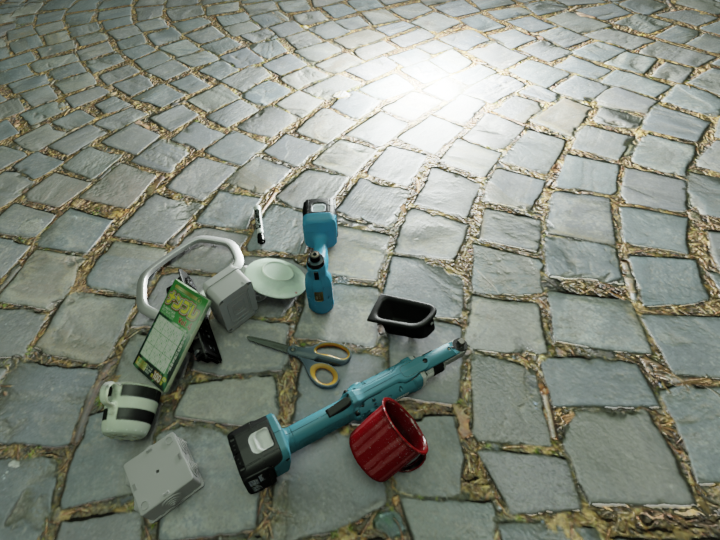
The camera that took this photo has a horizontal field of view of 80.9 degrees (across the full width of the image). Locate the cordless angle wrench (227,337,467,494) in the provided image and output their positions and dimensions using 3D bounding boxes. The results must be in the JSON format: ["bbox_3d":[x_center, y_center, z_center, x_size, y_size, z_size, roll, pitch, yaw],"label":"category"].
[{"bbox_3d":[0.001,0.210,0.685,0.415,0.095,0.078,-23,53,-18],"label":"cordless angle wrench"}]

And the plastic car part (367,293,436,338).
[{"bbox_3d":[0.083,0.094,0.773,0.122,0.067,0.066,10,51,32],"label":"plastic car part"}]

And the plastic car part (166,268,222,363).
[{"bbox_3d":[-0.328,0.091,0.814,0.067,0.063,0.212,-30,61,7],"label":"plastic car part"}]

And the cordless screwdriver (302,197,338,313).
[{"bbox_3d":[-0.084,-0.055,0.859,0.074,0.153,0.257,-3,49,-1],"label":"cordless screwdriver"}]

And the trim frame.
[{"bbox_3d":[-0.370,0.011,0.919,0.194,0.026,0.245,33,59,29],"label":"trim frame"}]
